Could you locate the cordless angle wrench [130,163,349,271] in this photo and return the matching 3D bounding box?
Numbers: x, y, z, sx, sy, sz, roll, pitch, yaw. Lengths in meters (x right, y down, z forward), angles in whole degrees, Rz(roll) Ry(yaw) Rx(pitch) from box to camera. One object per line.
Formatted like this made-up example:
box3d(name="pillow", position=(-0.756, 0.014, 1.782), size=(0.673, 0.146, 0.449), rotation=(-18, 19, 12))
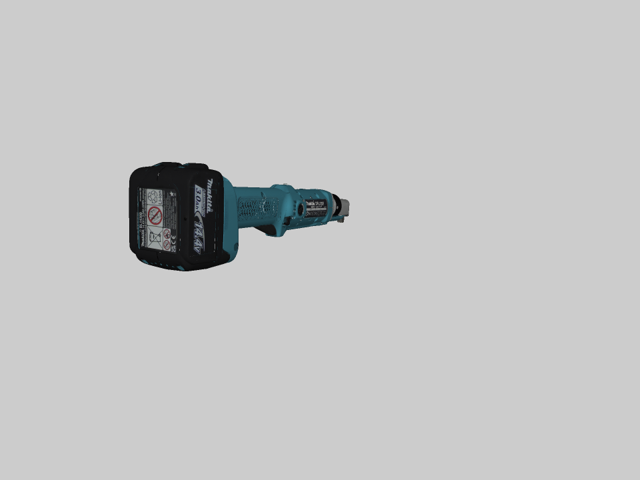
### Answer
box3d(name="cordless angle wrench", position=(-0.050, -0.040, 0.556), size=(0.074, 0.098, 0.422), rotation=(7, 9, 25))
